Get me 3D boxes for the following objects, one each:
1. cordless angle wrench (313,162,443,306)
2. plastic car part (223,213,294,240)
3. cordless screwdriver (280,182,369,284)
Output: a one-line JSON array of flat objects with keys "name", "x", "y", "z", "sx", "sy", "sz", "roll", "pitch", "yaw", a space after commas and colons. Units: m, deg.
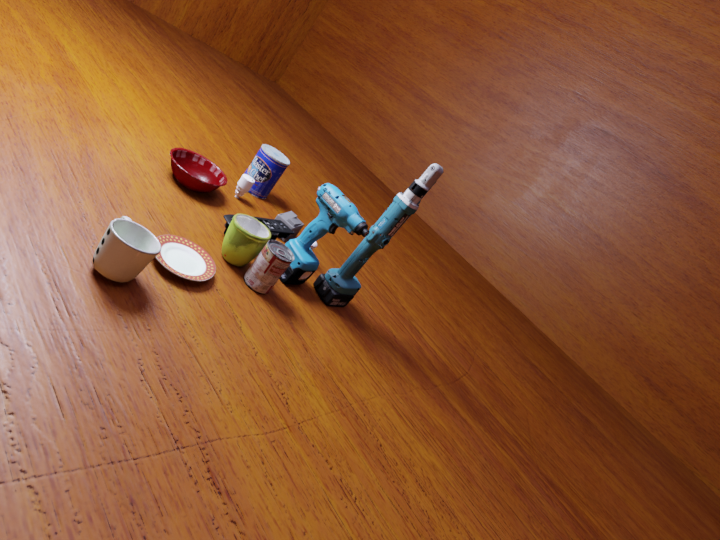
[{"name": "cordless angle wrench", "x": 0.046, "y": -0.083, "z": 1.014, "sx": 0.093, "sy": 0.424, "sz": 0.078, "roll": 12, "pitch": 34, "yaw": -51}, {"name": "plastic car part", "x": -0.263, "y": -0.101, "z": 1.054, "sx": 0.193, "sy": 0.067, "sz": 0.069, "roll": 7, "pitch": 38, "yaw": -54}, {"name": "cordless screwdriver", "x": -0.096, "y": -0.063, "z": 0.987, "sx": 0.166, "sy": 0.250, "sz": 0.071, "roll": 50, "pitch": 23, "yaw": 25}]
